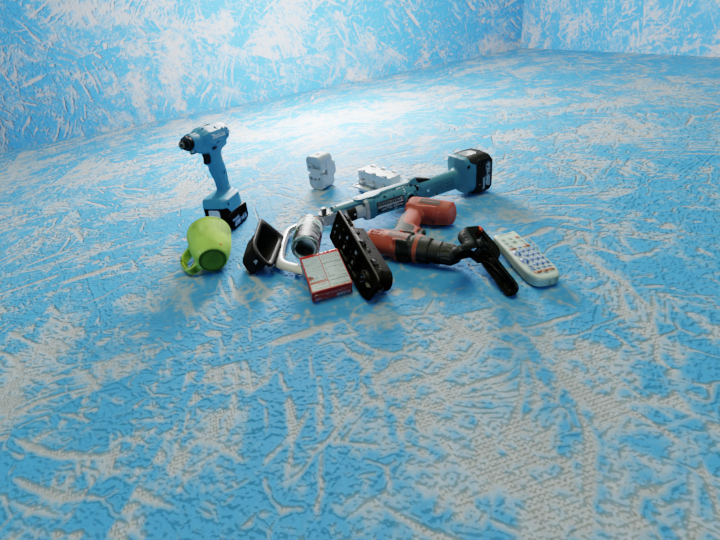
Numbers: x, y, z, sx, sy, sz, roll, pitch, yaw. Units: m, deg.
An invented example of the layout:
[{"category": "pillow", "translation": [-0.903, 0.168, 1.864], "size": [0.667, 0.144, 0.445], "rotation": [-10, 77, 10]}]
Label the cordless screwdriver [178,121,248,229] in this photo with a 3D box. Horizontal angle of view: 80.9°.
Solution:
[{"category": "cordless screwdriver", "translation": [-0.347, -0.213, 0.994], "size": [0.077, 0.242, 0.159], "rotation": [3, 27, 17]}]

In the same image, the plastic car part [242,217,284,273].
[{"category": "plastic car part", "translation": [-0.207, -0.039, 0.851], "size": [0.072, 0.063, 0.119], "rotation": [-38, 27, 29]}]

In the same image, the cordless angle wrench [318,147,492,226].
[{"category": "cordless angle wrench", "translation": [0.101, -0.174, 0.949], "size": [0.415, 0.094, 0.078], "rotation": [-20, 32, -15]}]

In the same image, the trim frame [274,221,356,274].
[{"category": "trim frame", "translation": [-0.086, -0.056, 0.881], "size": [0.185, 0.026, 0.255], "rotation": [-9, 30, 3]}]

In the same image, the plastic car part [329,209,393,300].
[{"category": "plastic car part", "translation": [0.002, -0.025, 0.757], "size": [0.064, 0.066, 0.213], "rotation": [10, 33, -28]}]
